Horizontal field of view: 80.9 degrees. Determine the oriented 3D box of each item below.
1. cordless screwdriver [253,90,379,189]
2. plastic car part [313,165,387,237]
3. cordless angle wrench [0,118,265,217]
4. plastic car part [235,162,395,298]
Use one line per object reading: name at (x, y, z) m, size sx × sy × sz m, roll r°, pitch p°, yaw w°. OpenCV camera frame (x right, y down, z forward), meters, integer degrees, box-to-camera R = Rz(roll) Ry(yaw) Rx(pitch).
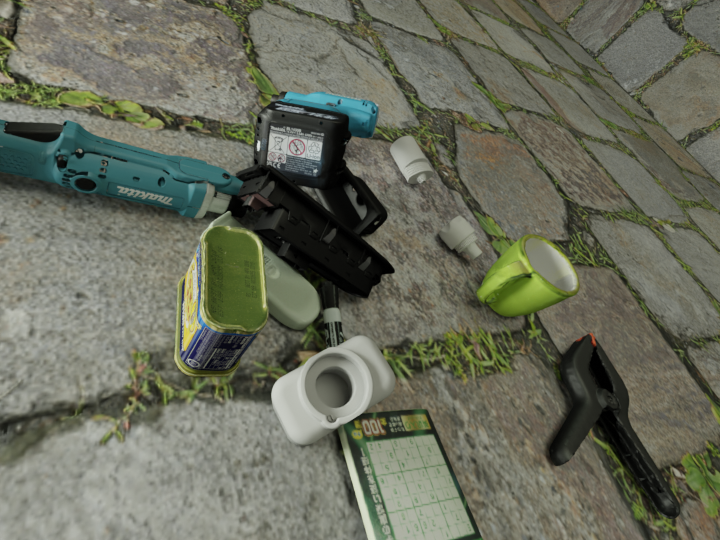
cordless screwdriver at (-0.070, -0.185, 0.531) m, size 0.161 × 0.073 × 0.250 m, roll 13°, pitch 30°, yaw 5°
plastic car part at (-0.007, -0.091, 0.548) m, size 0.067 × 0.066 × 0.121 m, roll 8°, pitch 46°, yaw -48°
cordless angle wrench at (-0.248, -0.099, 0.385) m, size 0.403 × 0.099 × 0.077 m, roll 10°, pitch 51°, yaw -31°
plastic car part at (-0.042, -0.028, 0.434) m, size 0.193 × 0.069 × 0.068 m, roll 32°, pitch 64°, yaw -32°
